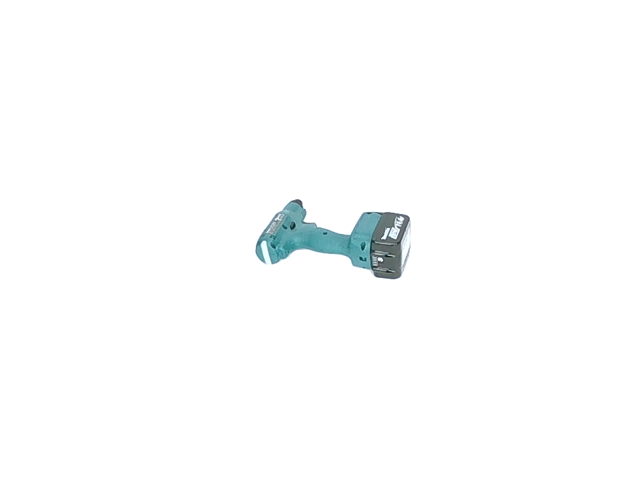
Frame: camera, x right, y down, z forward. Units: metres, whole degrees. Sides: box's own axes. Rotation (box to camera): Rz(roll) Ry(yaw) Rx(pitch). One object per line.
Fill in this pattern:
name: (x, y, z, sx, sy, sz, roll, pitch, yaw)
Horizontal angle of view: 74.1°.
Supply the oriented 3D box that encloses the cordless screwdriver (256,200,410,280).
cordless screwdriver: (0.029, -0.014, 0.730, 0.250, 0.074, 0.158, 5, 39, 19)
